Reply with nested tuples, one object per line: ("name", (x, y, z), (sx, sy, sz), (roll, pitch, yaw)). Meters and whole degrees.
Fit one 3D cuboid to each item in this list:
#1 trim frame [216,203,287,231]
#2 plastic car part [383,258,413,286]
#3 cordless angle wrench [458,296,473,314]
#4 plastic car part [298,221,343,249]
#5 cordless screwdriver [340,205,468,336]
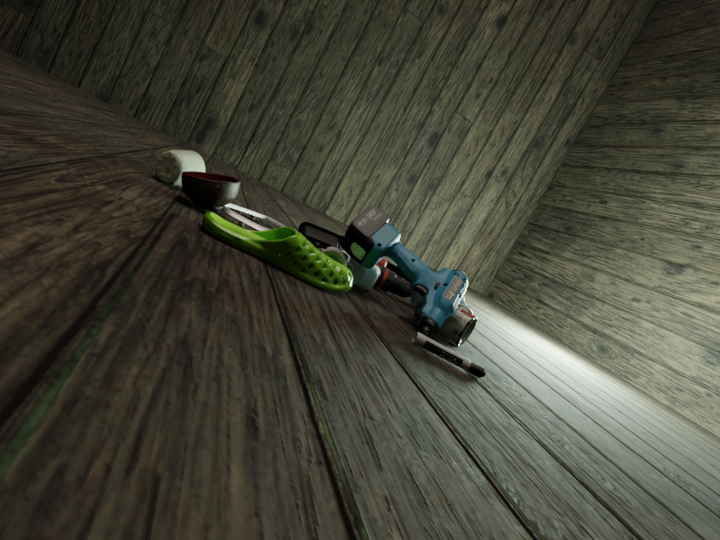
("trim frame", (-0.228, -0.107, 0.956), (0.193, 0.027, 0.237), (33, 11, 28))
("plastic car part", (0.094, 0.007, 1.215), (0.202, 0.067, 0.067), (25, 14, -2))
("cordless angle wrench", (0.236, 0.088, 1.070), (0.075, 0.098, 0.420), (32, 11, 1))
("plastic car part", (-0.101, -0.066, 1.034), (0.113, 0.066, 0.073), (23, 23, -16))
("cordless screwdriver", (0.072, 0.000, 0.797), (0.253, 0.074, 0.157), (37, 53, 8))
